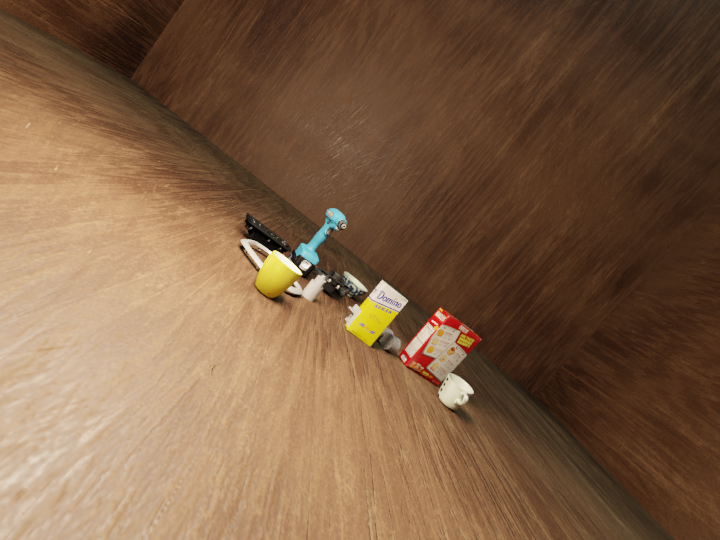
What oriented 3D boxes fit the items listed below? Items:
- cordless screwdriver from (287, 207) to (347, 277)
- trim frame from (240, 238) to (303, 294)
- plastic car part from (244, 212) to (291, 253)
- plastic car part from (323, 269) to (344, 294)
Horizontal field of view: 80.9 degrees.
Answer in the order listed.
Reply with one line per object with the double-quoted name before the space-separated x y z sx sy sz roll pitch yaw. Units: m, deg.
"cordless screwdriver" -0.137 -0.089 1.398 0.071 0.249 0.166 36 7 -25
"trim frame" -0.253 -0.012 1.204 0.262 0.027 0.174 43 8 35
"plastic car part" -0.305 -0.104 1.379 0.192 0.067 0.070 33 9 -40
"plastic car part" -0.099 0.047 1.457 0.066 0.071 0.117 38 6 -5
